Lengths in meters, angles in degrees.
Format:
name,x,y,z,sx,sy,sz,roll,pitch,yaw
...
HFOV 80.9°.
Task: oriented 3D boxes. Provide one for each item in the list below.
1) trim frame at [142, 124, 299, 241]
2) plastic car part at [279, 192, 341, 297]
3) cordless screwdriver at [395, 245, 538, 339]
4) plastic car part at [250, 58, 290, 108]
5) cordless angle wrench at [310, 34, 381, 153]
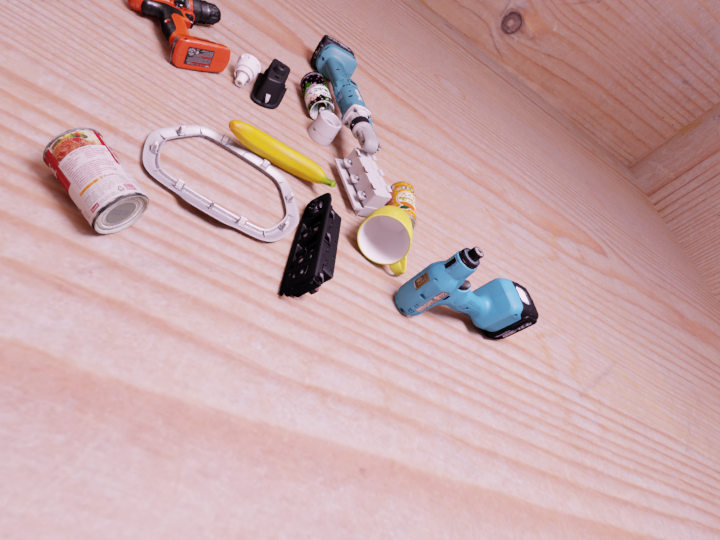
name,x,y,z,sx,sy,sz,roll,pitch,yaw
trim frame,-0.196,-0.136,0.628,0.242,0.028,0.187,32,41,-15
plastic car part,-0.061,-0.040,0.624,0.064,0.067,0.209,33,39,-29
cordless screwdriver,0.196,0.037,0.689,0.237,0.161,0.077,17,48,-32
plastic car part,-0.169,-0.375,0.832,0.064,0.071,0.120,26,39,-20
cordless angle wrench,-0.029,-0.383,0.916,0.093,0.075,0.441,15,40,-31
